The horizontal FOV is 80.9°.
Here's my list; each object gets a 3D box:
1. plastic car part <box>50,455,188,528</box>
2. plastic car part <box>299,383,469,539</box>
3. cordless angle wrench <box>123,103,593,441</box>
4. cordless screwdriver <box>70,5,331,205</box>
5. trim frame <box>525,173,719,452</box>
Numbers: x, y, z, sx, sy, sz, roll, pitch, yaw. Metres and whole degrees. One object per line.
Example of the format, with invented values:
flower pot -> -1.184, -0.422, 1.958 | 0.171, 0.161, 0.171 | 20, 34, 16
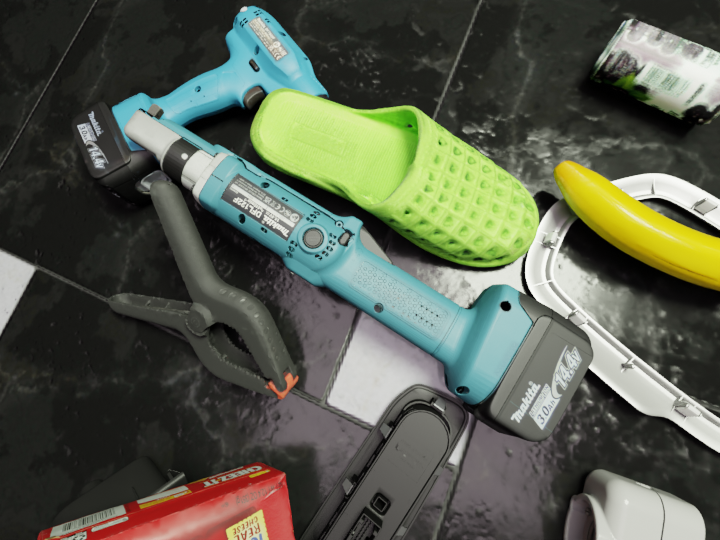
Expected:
plastic car part -> -0.206, 0.203, 0.353 | 0.113, 0.064, 0.075 | -25, 39, -32
plastic car part -> 0.012, 0.181, 0.334 | 0.069, 0.064, 0.203 | 32, 81, 21
cordless angle wrench -> -0.035, -0.023, 0.358 | 0.431, 0.073, 0.098 | 32, 84, 10
cordless screwdriver -> -0.160, -0.157, 0.447 | 0.248, 0.072, 0.164 | -35, 75, -3
trim frame -> 0.260, 0.027, 0.339 | 0.184, 0.027, 0.256 | -45, 74, -1
